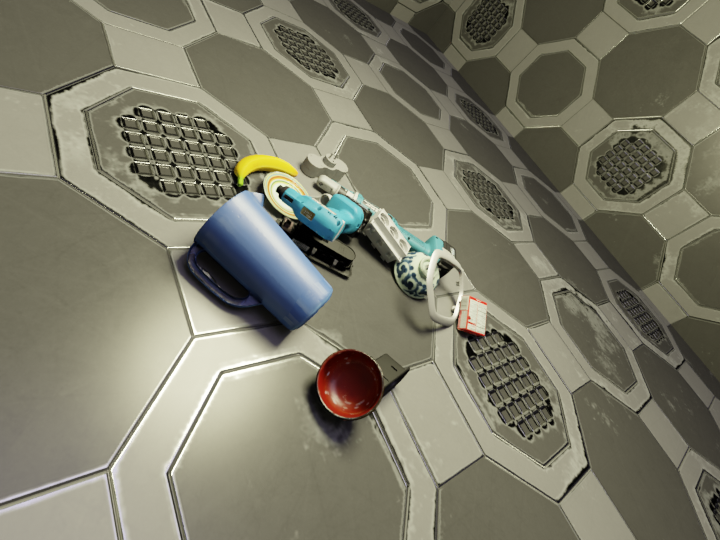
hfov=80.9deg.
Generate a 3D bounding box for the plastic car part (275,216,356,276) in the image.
[{"bbox_3d":[-0.090,-0.059,0.921,0.196,0.067,0.068,33,32,-17],"label":"plastic car part"}]

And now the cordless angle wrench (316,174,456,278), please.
[{"bbox_3d":[0.064,-0.124,1.115,0.415,0.075,0.099,32,39,-10],"label":"cordless angle wrench"}]

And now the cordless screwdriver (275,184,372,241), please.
[{"bbox_3d":[-0.075,-0.133,0.929,0.164,0.074,0.242,36,17,12],"label":"cordless screwdriver"}]

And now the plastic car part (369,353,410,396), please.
[{"bbox_3d":[0.033,0.194,0.788,0.074,0.066,0.112,41,32,18],"label":"plastic car part"}]

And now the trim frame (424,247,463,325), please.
[{"bbox_3d":[0.204,0.039,1.021,0.235,0.029,0.185,21,75,-54],"label":"trim frame"}]
